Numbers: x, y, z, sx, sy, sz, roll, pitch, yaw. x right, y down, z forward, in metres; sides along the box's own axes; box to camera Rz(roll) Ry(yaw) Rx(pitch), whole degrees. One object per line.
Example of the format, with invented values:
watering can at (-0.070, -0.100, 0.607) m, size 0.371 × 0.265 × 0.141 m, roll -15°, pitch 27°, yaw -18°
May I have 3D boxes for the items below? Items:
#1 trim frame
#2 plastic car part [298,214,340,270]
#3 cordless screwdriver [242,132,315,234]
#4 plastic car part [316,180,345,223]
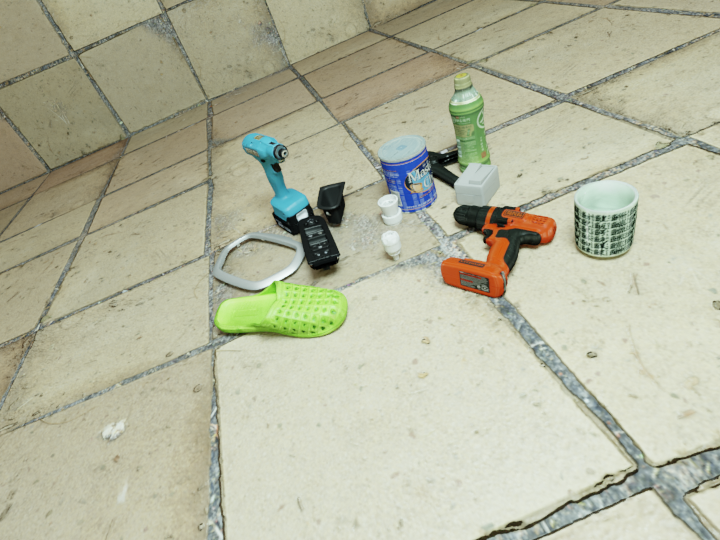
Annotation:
trim frame at (-0.237, -0.029, 0.983) m, size 0.262 × 0.026 × 0.183 m, roll 12°, pitch 51°, yaw 37°
plastic car part at (-0.089, -0.058, 0.910) m, size 0.066 × 0.064 × 0.212 m, roll -24°, pitch 38°, yaw -1°
cordless screwdriver at (-0.176, -0.196, 0.974) m, size 0.073 × 0.237 × 0.169 m, roll -38°, pitch 40°, yaw -21°
plastic car part at (-0.063, -0.150, 1.000) m, size 0.067 × 0.068 × 0.119 m, roll -12°, pitch 39°, yaw 14°
